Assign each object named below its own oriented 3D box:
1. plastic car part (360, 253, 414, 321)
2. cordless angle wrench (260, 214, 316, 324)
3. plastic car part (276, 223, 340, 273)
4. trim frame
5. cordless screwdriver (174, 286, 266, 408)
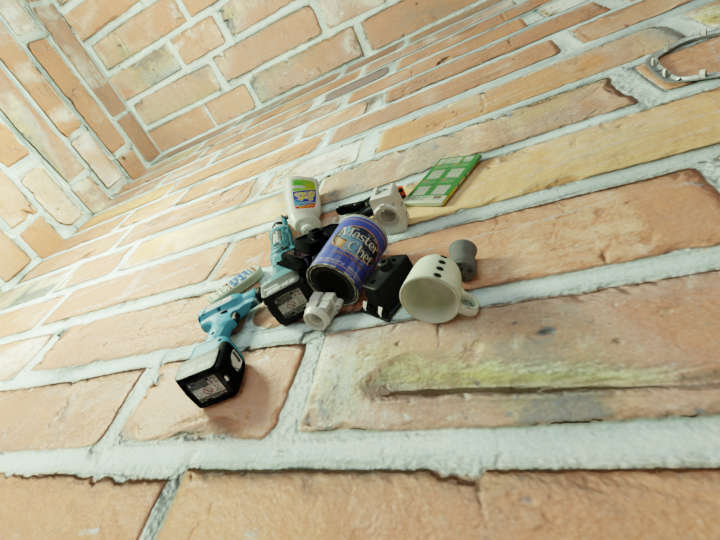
[{"bbox_3d":[0.046,0.016,0.702,0.070,0.067,0.116,16,56,49],"label":"plastic car part"},{"bbox_3d":[-0.174,-0.038,0.959,0.098,0.071,0.440,-29,30,2],"label":"cordless angle wrench"},{"bbox_3d":[-0.083,-0.054,0.845,0.069,0.066,0.197,8,18,28],"label":"plastic car part"},{"bbox_3d":[0.690,-0.433,0.838,0.190,0.026,0.251,-11,35,26],"label":"trim frame"},{"bbox_3d":[-0.245,0.123,0.791,0.160,0.071,0.257,-26,28,6],"label":"cordless screwdriver"}]
